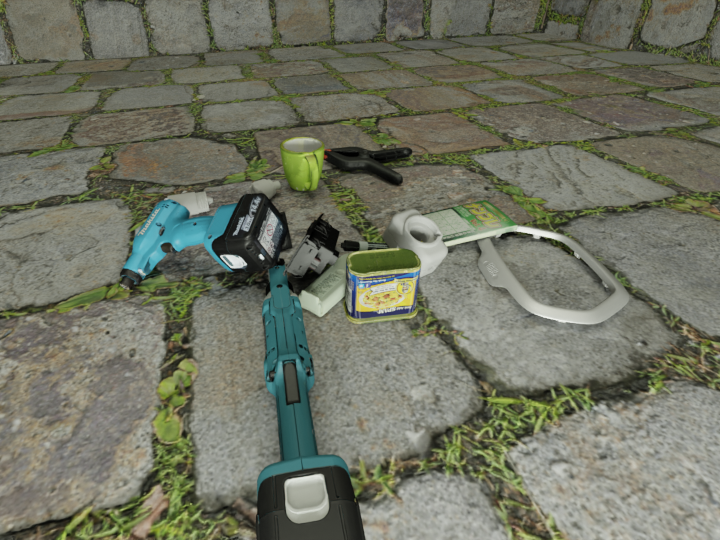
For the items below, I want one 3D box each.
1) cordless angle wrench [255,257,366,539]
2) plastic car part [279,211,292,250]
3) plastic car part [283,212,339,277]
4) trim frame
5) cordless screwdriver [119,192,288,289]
[{"bbox_3d":[-0.078,0.108,0.464,0.073,0.095,0.441,-7,32,-11],"label":"cordless angle wrench"},{"bbox_3d":[-0.184,-0.060,0.716,0.114,0.064,0.074,-18,24,-17],"label":"plastic car part"},{"bbox_3d":[-0.063,-0.041,0.643,0.066,0.066,0.206,22,17,-9],"label":"plastic car part"},{"bbox_3d":[0.281,-0.005,0.650,0.183,0.027,0.258,-4,38,-6],"label":"trim frame"},{"bbox_3d":[-0.240,-0.036,0.621,0.259,0.070,0.161,2,56,27],"label":"cordless screwdriver"}]
